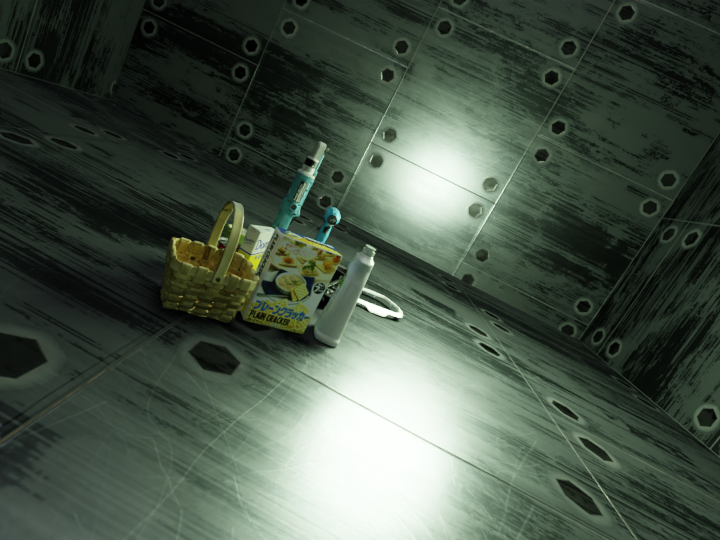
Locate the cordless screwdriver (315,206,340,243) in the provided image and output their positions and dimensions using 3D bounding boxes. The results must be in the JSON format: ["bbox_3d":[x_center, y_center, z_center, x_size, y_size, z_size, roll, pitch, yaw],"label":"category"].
[{"bbox_3d":[-0.138,-0.090,1.409,0.073,0.248,0.162,26,12,-10],"label":"cordless screwdriver"}]

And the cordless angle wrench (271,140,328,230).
[{"bbox_3d":[-0.212,-0.200,1.302,0.093,0.422,0.078,22,13,-28],"label":"cordless angle wrench"}]

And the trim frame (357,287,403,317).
[{"bbox_3d":[0.038,0.106,1.484,0.242,0.027,0.190,23,13,-16],"label":"trim frame"}]

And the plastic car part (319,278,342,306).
[{"bbox_3d":[-0.079,0.071,1.294,0.068,0.067,0.197,30,13,14],"label":"plastic car part"}]

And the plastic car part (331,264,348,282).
[{"bbox_3d":[-0.077,0.024,1.480,0.065,0.071,0.119,25,12,-11],"label":"plastic car part"}]
